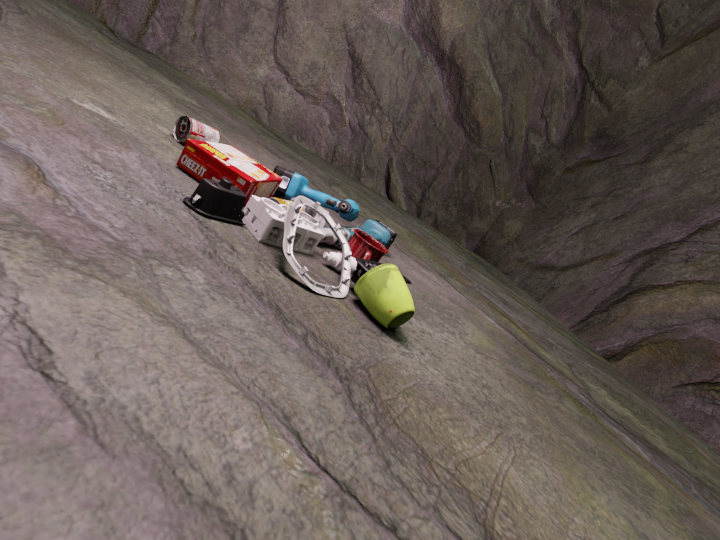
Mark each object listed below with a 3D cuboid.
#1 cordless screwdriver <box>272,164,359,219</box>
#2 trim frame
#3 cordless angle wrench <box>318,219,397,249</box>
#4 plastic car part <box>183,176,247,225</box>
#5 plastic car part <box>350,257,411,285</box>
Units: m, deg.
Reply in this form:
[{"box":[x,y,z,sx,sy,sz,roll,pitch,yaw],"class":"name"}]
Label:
[{"box":[-0.123,-0.197,1.103,0.254,0.074,0.156,24,4,9],"class":"cordless screwdriver"},{"box":[-0.079,-0.052,0.807,0.177,0.028,0.254,39,32,-24],"class":"trim frame"},{"box":[-0.015,-0.094,1.152,0.101,0.074,0.408,38,18,17],"class":"cordless angle wrench"},{"box":[-0.253,-0.133,0.769,0.069,0.071,0.111,41,13,27],"class":"plastic car part"},{"box":[0.035,0.015,0.892,0.069,0.067,0.193,49,13,24],"class":"plastic car part"}]
